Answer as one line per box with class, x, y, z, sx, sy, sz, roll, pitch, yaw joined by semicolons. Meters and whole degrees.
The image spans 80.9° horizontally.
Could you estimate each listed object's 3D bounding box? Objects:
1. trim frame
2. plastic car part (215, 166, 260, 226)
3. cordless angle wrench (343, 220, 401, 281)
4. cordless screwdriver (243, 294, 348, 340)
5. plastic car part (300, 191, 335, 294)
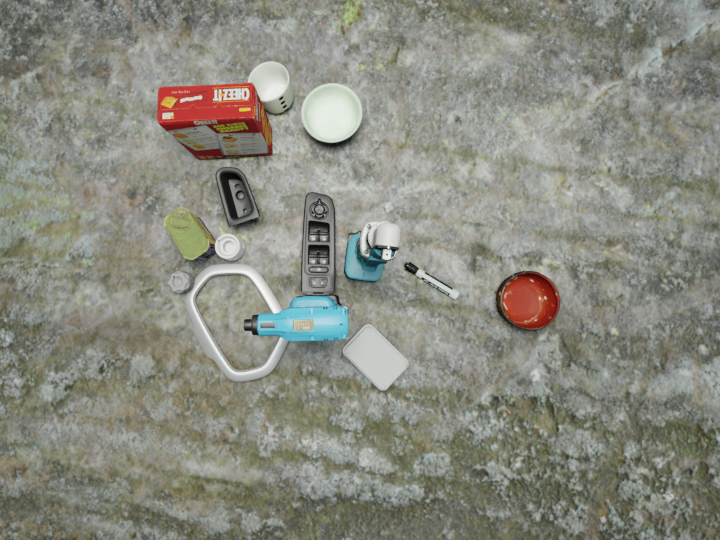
trim frame;-0.251;0.101;0.855;0.184;0.027;0.251;-33;85;-1
plastic car part;-0.246;-0.149;0.856;0.066;0.070;0.117;-18;86;-2
cordless angle wrench;0.019;-0.033;0.661;0.074;0.422;0.098;7;88;-3
cordless screwdriver;-0.104;0.084;0.741;0.159;0.248;0.074;-2;88;-2
plastic car part;-0.082;-0.054;0.844;0.066;0.067;0.204;0;85;-1
